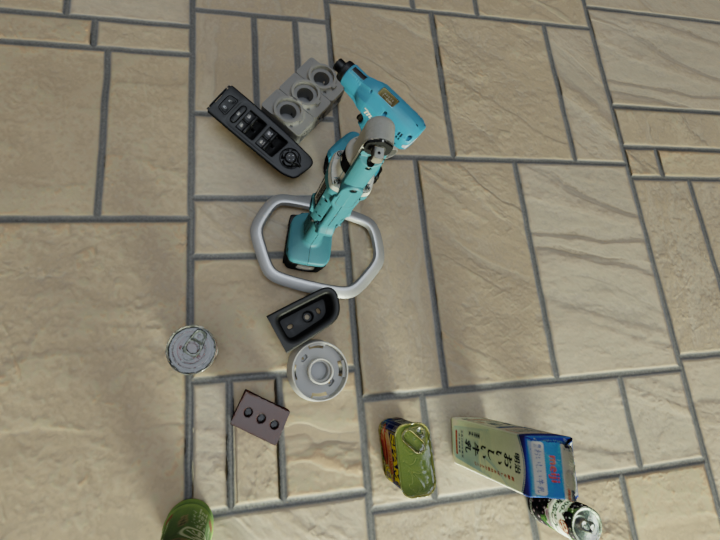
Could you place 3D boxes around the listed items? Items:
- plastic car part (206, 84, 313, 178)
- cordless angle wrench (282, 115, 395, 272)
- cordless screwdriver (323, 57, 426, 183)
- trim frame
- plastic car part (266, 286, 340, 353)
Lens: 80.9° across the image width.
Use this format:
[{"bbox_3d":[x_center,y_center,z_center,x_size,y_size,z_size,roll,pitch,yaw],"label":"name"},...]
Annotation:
[{"bbox_3d":[-0.179,-0.236,0.763,0.203,0.067,0.066,39,71,0],"label":"plastic car part"},{"bbox_3d":[-0.040,-0.084,0.563,0.073,0.426,0.099,10,76,-15],"label":"cordless angle wrench"},{"bbox_3d":[-0.006,-0.224,0.700,0.159,0.251,0.074,46,70,-2],"label":"cordless screwdriver"},{"bbox_3d":[-0.074,-0.048,0.756,0.245,0.027,0.186,12,73,-8],"label":"trim frame"},{"bbox_3d":[-0.090,0.078,0.695,0.115,0.071,0.067,-29,86,-18],"label":"plastic car part"}]
